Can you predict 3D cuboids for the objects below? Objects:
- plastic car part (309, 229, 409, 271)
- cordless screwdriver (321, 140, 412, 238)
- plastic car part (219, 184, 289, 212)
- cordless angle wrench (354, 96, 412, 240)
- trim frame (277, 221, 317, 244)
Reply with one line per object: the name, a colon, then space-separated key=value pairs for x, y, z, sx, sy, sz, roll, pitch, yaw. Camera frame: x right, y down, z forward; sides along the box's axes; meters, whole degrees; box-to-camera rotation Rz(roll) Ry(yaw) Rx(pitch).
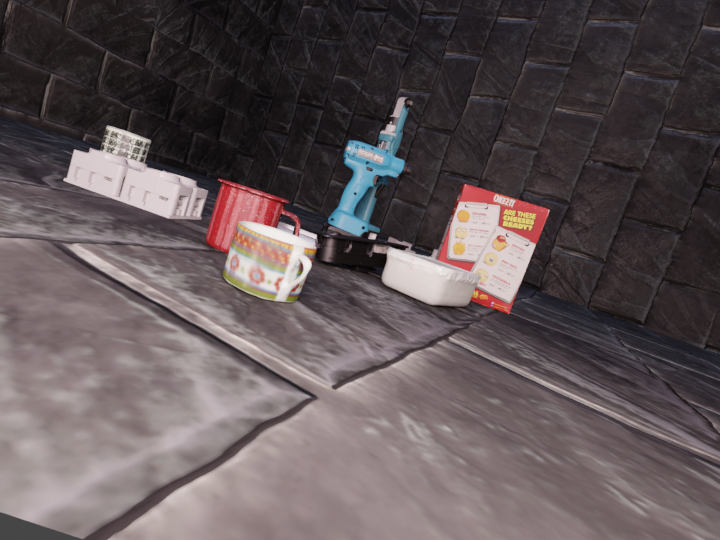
plastic car part: x=-0.008 y=-0.033 z=0.711 sx=0.192 sy=0.067 sz=0.070 roll=11 pitch=10 yaw=-46
cordless screwdriver: x=0.009 y=-0.157 z=0.969 sx=0.157 sy=0.248 sz=0.076 roll=18 pitch=6 yaw=-8
plastic car part: x=-0.182 y=-0.087 z=0.667 sx=0.123 sy=0.071 sz=0.062 roll=23 pitch=8 yaw=35
cordless angle wrench: x=0.048 y=-0.259 z=1.138 sx=0.104 sy=0.421 sz=0.070 roll=23 pitch=7 yaw=39
trim frame: x=-0.082 y=-0.054 z=0.840 sx=0.250 sy=0.027 sz=0.184 roll=19 pitch=7 yaw=2
